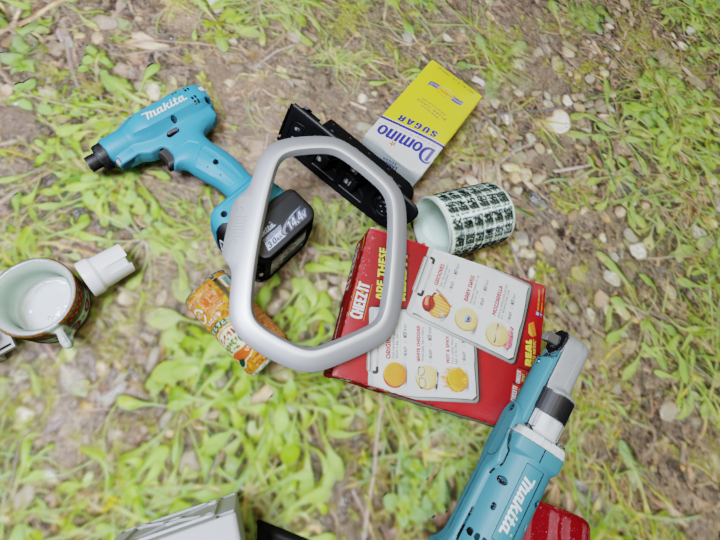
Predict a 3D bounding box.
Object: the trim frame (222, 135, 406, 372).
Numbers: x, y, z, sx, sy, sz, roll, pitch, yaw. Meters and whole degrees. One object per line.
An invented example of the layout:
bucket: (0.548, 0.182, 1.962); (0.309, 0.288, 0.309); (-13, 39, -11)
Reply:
trim frame: (-0.041, -0.027, 0.423); (0.180, 0.028, 0.252); (10, 71, -12)

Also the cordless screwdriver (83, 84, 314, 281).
cordless screwdriver: (-0.180, -0.093, 0.478); (0.157, 0.073, 0.254); (-39, 78, -22)

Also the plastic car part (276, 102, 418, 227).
plastic car part: (-0.010, -0.130, 0.535); (0.206, 0.066, 0.066); (43, 42, 7)

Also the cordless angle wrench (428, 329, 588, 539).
cordless angle wrench: (0.097, 0.240, 0.364); (0.098, 0.074, 0.423); (33, 78, 0)

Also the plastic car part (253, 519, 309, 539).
plastic car part: (-0.052, 0.287, 0.372); (0.115, 0.066, 0.071); (27, 83, -5)
